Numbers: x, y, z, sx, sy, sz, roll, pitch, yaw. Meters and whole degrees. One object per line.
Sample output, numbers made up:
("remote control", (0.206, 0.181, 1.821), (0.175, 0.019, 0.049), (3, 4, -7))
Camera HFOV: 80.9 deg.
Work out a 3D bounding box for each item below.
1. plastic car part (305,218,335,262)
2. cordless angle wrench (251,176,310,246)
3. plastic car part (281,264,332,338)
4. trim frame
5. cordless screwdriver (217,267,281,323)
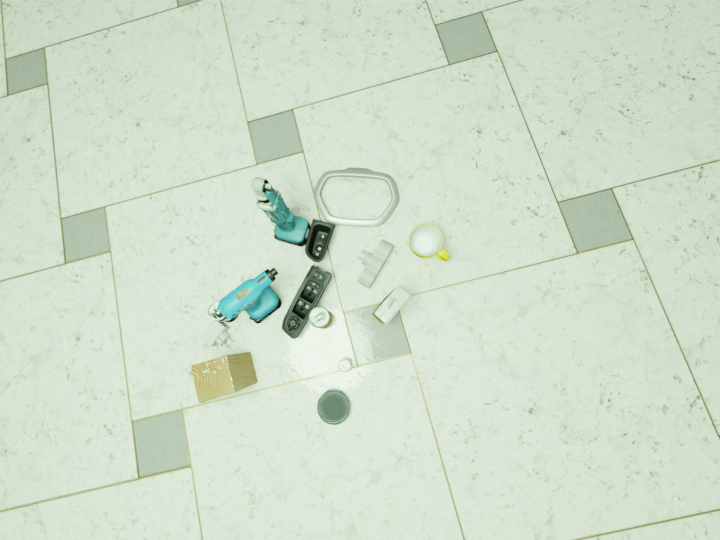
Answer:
("plastic car part", (-0.116, -0.076, 1.189), (0.067, 0.069, 0.117), (15, 81, 6))
("cordless angle wrench", (-0.200, -0.142, 1.036), (0.099, 0.415, 0.075), (16, 82, 4))
("plastic car part", (-0.149, 0.088, 1.160), (0.068, 0.066, 0.203), (27, 82, 8))
("trim frame", (-0.013, -0.216, 1.229), (0.252, 0.027, 0.186), (3, 78, 7))
("cordless screwdriver", (-0.258, 0.064, 1.086), (0.159, 0.244, 0.076), (-39, 82, -4))
